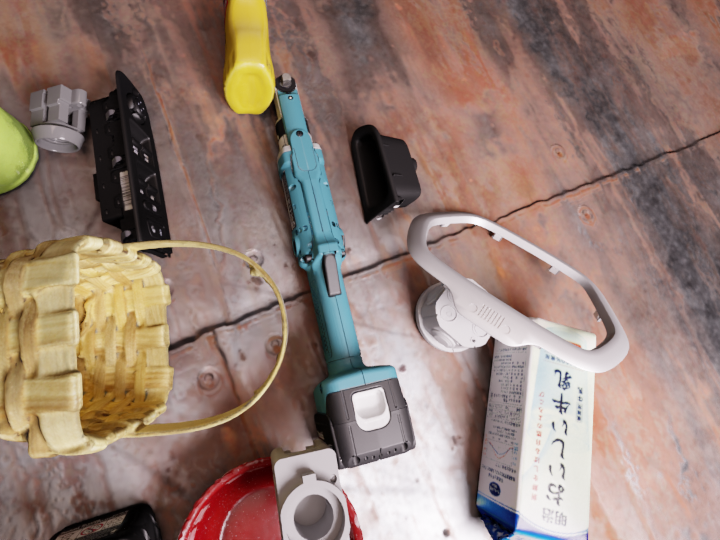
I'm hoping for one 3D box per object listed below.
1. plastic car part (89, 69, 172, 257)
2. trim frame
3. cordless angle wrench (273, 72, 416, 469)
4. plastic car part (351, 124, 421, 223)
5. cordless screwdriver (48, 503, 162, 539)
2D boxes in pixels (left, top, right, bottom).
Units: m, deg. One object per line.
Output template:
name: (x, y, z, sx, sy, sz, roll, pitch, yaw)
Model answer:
plastic car part: (-0.249, -0.110, 0.450, 0.068, 0.064, 0.206, -13, 78, 10)
trim frame: (0.163, 0.009, 0.458, 0.257, 0.027, 0.180, 35, 41, 16)
cordless angle wrench: (-0.044, -0.029, 0.454, 0.073, 0.098, 0.433, -9, 72, -16)
plastic car part: (0.037, -0.121, 0.510, 0.068, 0.067, 0.119, 1, 71, -29)
cordless screwdriver: (-0.205, 0.335, 0.321, 0.156, 0.075, 0.252, -17, 82, -16)
